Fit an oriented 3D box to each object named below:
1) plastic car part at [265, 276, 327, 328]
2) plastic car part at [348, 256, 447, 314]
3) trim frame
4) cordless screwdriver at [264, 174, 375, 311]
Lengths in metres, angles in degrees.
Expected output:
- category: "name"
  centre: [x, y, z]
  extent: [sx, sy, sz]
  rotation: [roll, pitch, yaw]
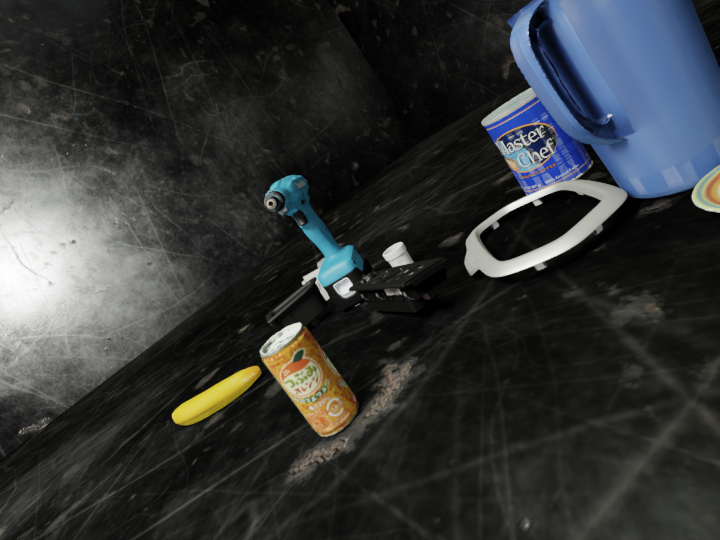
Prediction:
- category: "plastic car part"
  centre: [-0.106, 0.074, 0.762]
  extent: [0.116, 0.070, 0.067]
  rotation: [-37, 10, -9]
- category: "plastic car part"
  centre: [0.048, 0.025, 0.567]
  extent: [0.065, 0.066, 0.209]
  rotation: [-39, 13, -19]
- category: "trim frame"
  centre: [0.212, -0.054, 0.528]
  extent: [0.186, 0.027, 0.250]
  rotation: [-32, 14, 14]
- category: "cordless screwdriver"
  centre: [-0.069, -0.045, 0.709]
  extent: [0.075, 0.245, 0.159]
  rotation: [-33, 9, 16]
